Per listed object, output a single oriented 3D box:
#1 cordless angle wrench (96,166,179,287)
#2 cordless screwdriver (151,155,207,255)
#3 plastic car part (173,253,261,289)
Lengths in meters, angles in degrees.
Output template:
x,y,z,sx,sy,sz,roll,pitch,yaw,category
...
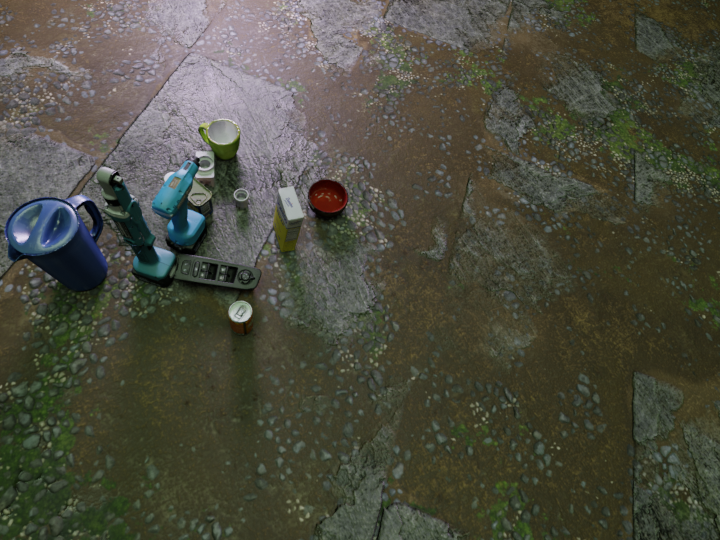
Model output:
x,y,z,sx,sy,sz,roll,pitch,yaw,category
-0.463,-0.079,0.873,0.098,0.419,0.075,21,64,-4,cordless angle wrench
-0.417,-0.149,1.011,0.074,0.246,0.161,21,63,-3,cordless screwdriver
-0.347,0.014,1.041,0.201,0.066,0.068,8,64,-5,plastic car part
